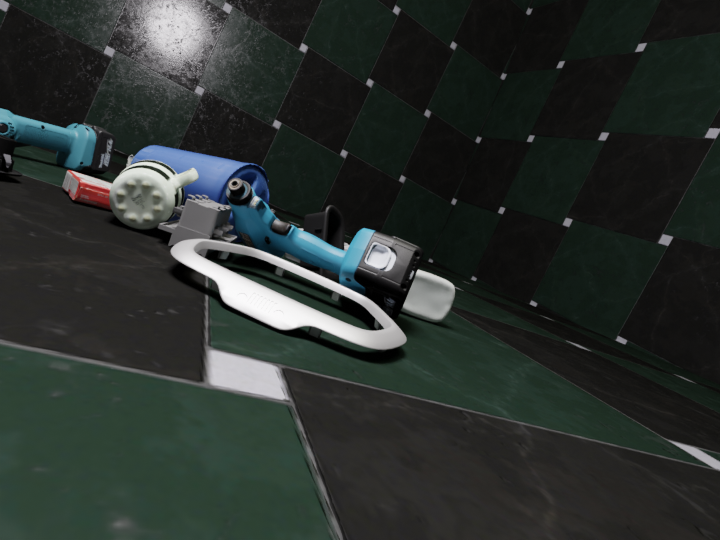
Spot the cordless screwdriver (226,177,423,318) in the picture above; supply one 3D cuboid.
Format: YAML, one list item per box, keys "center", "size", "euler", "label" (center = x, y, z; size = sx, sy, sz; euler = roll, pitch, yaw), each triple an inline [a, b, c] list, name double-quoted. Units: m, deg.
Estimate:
- center: [-0.052, -0.034, 0.531]
  size: [0.257, 0.074, 0.153]
  euler: [21, -23, 17]
  label: "cordless screwdriver"

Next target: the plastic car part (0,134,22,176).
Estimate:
- center: [-0.514, -0.170, 0.545]
  size: [0.209, 0.067, 0.064]
  euler: [25, -1, 16]
  label: "plastic car part"

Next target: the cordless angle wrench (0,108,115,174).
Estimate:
- center: [-0.617, -0.242, 0.712]
  size: [0.077, 0.097, 0.410]
  euler: [19, 9, 16]
  label: "cordless angle wrench"

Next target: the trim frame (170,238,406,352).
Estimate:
- center: [-0.072, 0.020, 0.426]
  size: [0.253, 0.027, 0.181]
  euler: [25, 8, 8]
  label: "trim frame"

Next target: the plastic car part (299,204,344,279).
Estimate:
- center: [-0.068, -0.043, 0.687]
  size: [0.074, 0.117, 0.063]
  euler: [-4, -9, 30]
  label: "plastic car part"
